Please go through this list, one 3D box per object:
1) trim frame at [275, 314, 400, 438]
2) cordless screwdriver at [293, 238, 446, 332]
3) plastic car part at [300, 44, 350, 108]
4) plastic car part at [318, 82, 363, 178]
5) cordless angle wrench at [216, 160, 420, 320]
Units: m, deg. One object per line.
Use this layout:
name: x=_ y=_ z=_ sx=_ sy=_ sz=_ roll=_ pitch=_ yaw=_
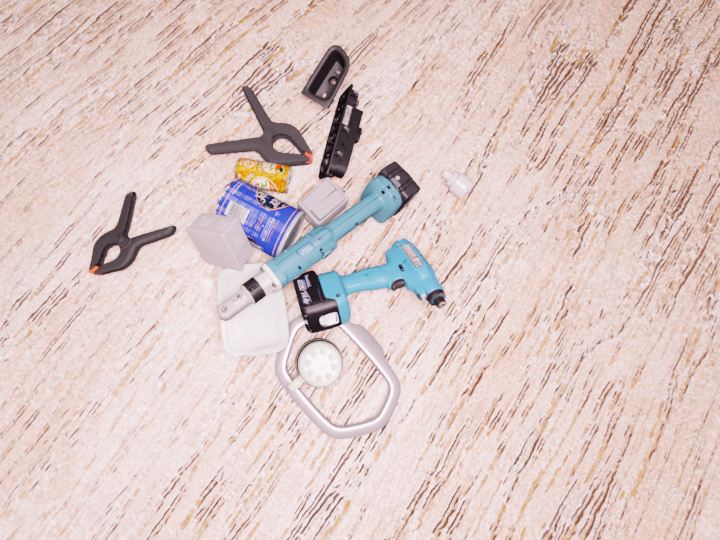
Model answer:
trim frame: x=-0.042 y=0.184 z=0.771 sx=0.183 sy=0.027 sz=0.253 roll=-43 pitch=81 yaw=-9
cordless screwdriver: x=0.014 y=0.040 z=0.747 sx=0.246 sy=0.071 sz=0.167 roll=-21 pitch=45 yaw=-8
plastic car part: x=-0.063 y=-0.392 z=0.873 sx=0.066 sy=0.071 sz=0.116 roll=32 pitch=94 yaw=1
plastic car part: x=-0.037 y=-0.269 z=0.856 sx=0.064 sy=0.069 sz=0.204 roll=25 pitch=75 yaw=-26
cordless angle wrench: x=-0.073 y=-0.048 z=0.748 sx=0.418 sy=0.098 sz=0.075 roll=-38 pitch=83 yaw=-20
